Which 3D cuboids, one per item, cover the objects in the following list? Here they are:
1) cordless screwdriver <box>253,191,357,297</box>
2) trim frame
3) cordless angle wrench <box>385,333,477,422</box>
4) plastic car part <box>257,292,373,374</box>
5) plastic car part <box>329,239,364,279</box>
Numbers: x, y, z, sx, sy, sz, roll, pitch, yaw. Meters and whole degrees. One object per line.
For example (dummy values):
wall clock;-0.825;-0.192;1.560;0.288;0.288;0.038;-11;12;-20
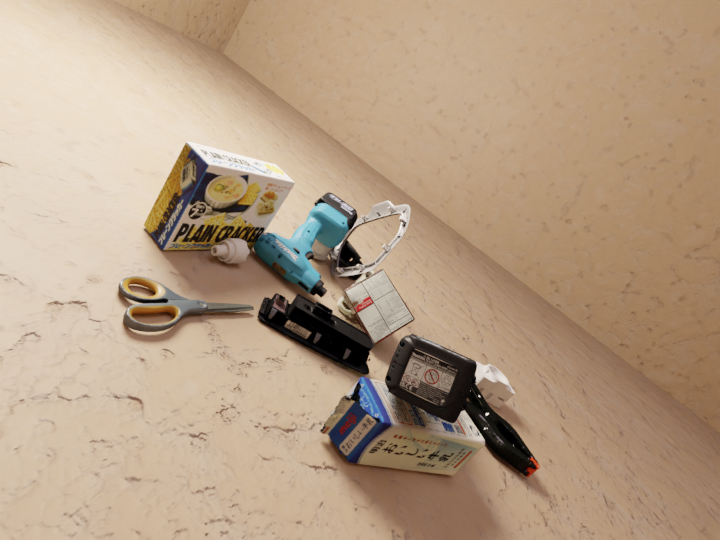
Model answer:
cordless screwdriver;-0.084;-0.055;0.857;0.162;0.074;0.245;37;42;6
trim frame;0.011;-0.068;0.898;0.026;0.184;0.257;38;-23;-24
cordless angle wrench;0.117;0.148;0.677;0.101;0.074;0.410;22;-3;13
plastic car part;-0.060;0.091;0.672;0.199;0.067;0.067;35;12;-11
plastic car part;-0.025;-0.022;1.002;0.067;0.066;0.122;42;10;-34
